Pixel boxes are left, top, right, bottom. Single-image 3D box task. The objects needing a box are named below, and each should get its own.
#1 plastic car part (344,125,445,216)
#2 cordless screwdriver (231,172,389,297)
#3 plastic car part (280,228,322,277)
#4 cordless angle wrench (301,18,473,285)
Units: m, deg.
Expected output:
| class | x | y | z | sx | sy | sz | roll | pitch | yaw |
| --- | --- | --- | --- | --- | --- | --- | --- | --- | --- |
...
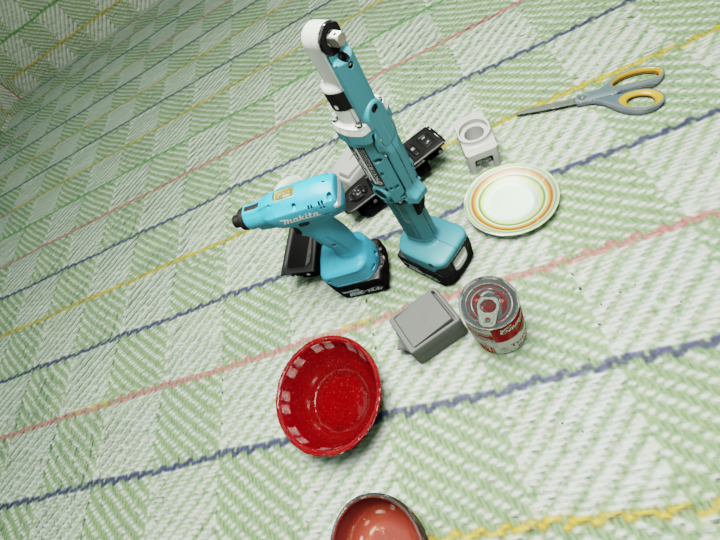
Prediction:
| class | x | y | z | sx | sy | sz | roll | pitch | yaw |
| --- | --- | --- | --- | --- | --- | --- | --- | --- | --- |
| plastic car part | 0.056 | -0.163 | 0.742 | 0.204 | 0.063 | 0.070 | -34 | 52 | 8 |
| cordless screwdriver | -0.061 | -0.040 | 0.625 | 0.164 | 0.235 | 0.076 | -12 | 58 | 22 |
| plastic car part | -0.090 | -0.035 | 0.746 | 0.068 | 0.067 | 0.119 | -8 | 59 | 24 |
| cordless angle wrench | 0.041 | -0.110 | 0.502 | 0.104 | 0.400 | 0.074 | 29 | 79 | 37 |
